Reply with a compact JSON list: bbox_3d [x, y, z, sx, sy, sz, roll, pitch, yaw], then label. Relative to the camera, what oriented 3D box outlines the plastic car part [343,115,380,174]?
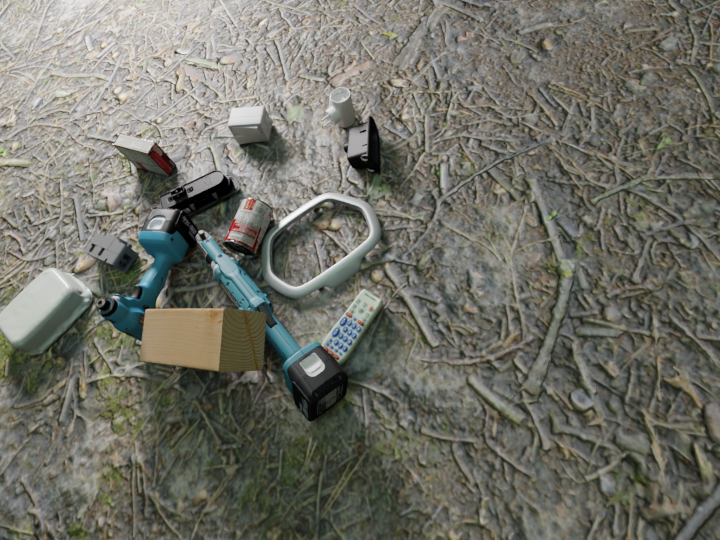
[{"bbox_3d":[0.000,-0.256,0.876,0.073,0.062,0.120,-13,59,20],"label":"plastic car part"}]

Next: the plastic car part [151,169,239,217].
[{"bbox_3d":[-0.362,-0.162,0.909,0.202,0.064,0.069,-23,56,-2],"label":"plastic car part"}]

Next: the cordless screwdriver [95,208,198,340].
[{"bbox_3d":[-0.394,-0.005,0.786,0.076,0.153,0.253,3,64,10],"label":"cordless screwdriver"}]

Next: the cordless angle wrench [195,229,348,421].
[{"bbox_3d":[-0.186,0.064,0.748,0.073,0.095,0.445,-30,56,-26],"label":"cordless angle wrench"}]

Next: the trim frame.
[{"bbox_3d":[-0.079,-0.052,0.809,0.247,0.026,0.193,-36,62,-8],"label":"trim frame"}]
